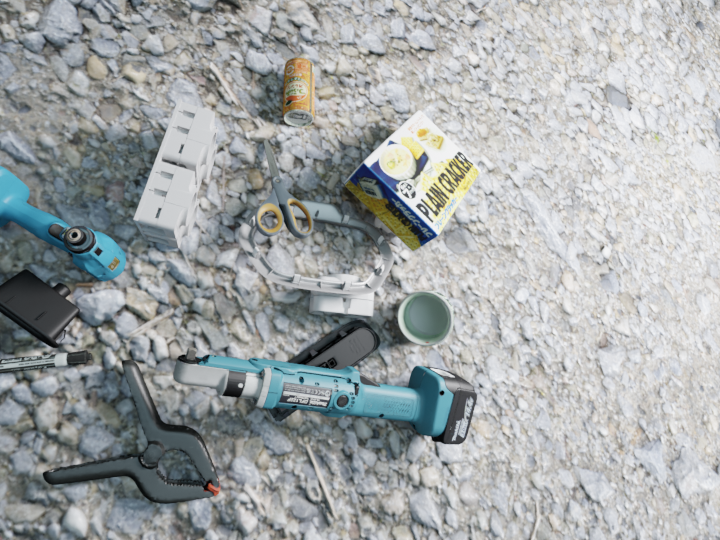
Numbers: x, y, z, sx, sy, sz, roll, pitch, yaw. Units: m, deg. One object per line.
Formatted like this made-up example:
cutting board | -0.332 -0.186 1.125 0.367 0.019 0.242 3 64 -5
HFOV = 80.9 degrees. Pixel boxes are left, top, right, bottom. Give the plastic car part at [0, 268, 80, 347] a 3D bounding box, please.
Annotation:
plastic car part | -0.426 0.044 0.561 0.115 0.067 0.071 36 56 -9

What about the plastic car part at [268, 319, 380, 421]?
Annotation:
plastic car part | -0.053 0.139 0.631 0.199 0.067 0.067 -32 81 -23

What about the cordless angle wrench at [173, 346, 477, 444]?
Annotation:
cordless angle wrench | -0.033 0.162 0.565 0.406 0.077 0.098 15 90 -24

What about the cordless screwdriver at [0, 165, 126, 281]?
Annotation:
cordless screwdriver | -0.424 -0.073 0.534 0.247 0.160 0.074 31 71 -5

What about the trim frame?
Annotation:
trim frame | -0.064 -0.042 0.658 0.244 0.027 0.191 6 45 -11
